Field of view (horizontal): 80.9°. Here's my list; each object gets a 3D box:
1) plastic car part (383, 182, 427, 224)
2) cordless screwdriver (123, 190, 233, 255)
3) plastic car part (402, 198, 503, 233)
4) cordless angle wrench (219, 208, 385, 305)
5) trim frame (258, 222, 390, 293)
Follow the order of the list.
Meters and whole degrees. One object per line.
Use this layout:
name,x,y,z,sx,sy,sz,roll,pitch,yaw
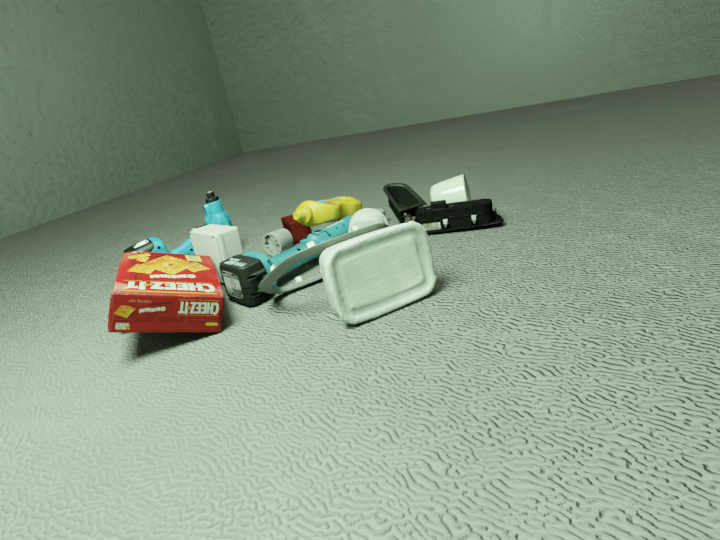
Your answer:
plastic car part,0.096,-0.147,0.967,0.065,0.068,0.122,-16,38,-11
cordless screwdriver,-0.408,-0.071,0.962,0.243,0.154,0.078,-28,26,-29
plastic car part,0.181,-0.112,0.863,0.209,0.066,0.065,-1,17,20
cordless angle wrench,-0.085,-0.055,0.867,0.103,0.072,0.411,9,30,44
trim frame,-0.055,-0.019,0.708,0.244,0.028,0.182,-23,-15,-16
